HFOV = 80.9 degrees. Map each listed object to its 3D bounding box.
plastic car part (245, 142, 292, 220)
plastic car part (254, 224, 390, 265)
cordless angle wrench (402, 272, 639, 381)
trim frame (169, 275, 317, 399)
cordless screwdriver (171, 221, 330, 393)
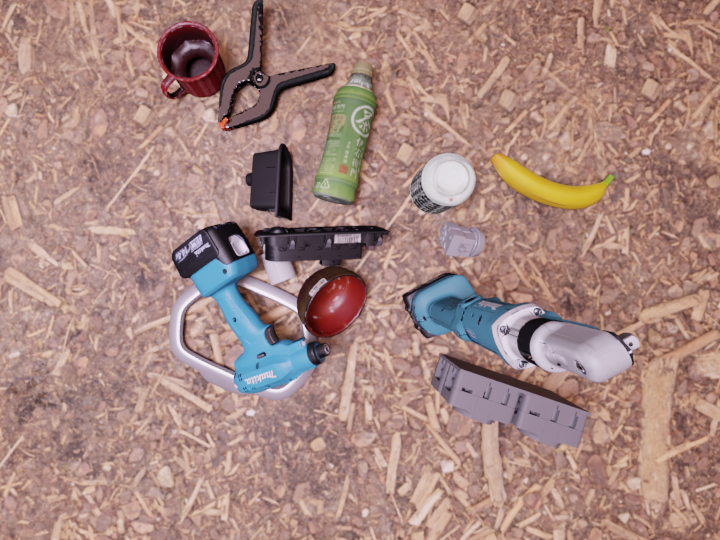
[{"bbox_3d":[-0.149,-0.139,0.676,0.072,0.064,0.117,-3,85,12],"label":"plastic car part"},{"bbox_3d":[-0.063,-0.041,0.644,0.198,0.069,0.066,1,108,-17],"label":"plastic car part"},{"bbox_3d":[0.138,0.056,0.477,0.098,0.424,0.074,-28,93,-4],"label":"cordless angle wrench"},{"bbox_3d":[-0.186,0.105,0.677,0.248,0.027,0.184,22,87,0],"label":"trim frame"},{"bbox_3d":[-0.156,0.047,0.608,0.163,0.072,0.249,-26,90,26],"label":"cordless screwdriver"}]
